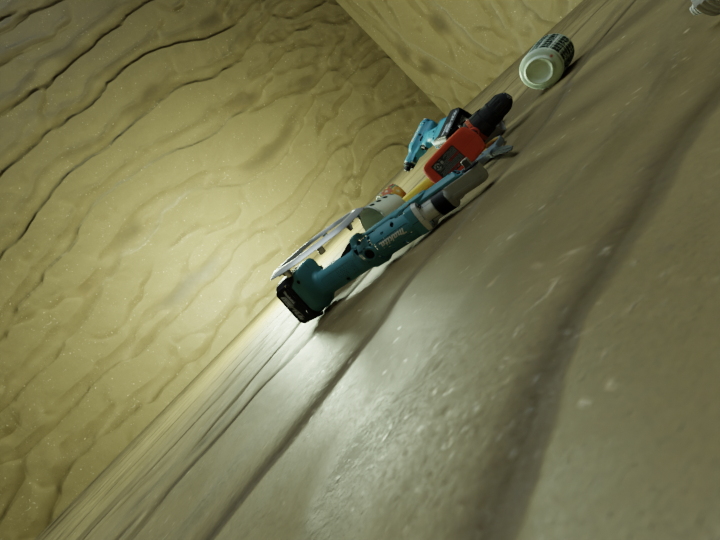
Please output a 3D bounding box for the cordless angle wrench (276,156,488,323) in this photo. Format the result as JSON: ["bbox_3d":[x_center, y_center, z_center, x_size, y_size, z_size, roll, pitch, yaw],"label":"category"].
[{"bbox_3d":[0.021,-0.039,0.690,0.431,0.097,0.074,-33,10,36],"label":"cordless angle wrench"}]

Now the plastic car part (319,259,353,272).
[{"bbox_3d":[-0.088,0.031,0.943,0.205,0.066,0.066,-42,12,39],"label":"plastic car part"}]

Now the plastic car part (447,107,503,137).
[{"bbox_3d":[0.267,-0.314,0.948,0.118,0.064,0.072,-38,22,23],"label":"plastic car part"}]

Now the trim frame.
[{"bbox_3d":[-0.074,-0.048,0.752,0.187,0.027,0.248,-31,13,22],"label":"trim frame"}]

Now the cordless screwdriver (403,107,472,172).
[{"bbox_3d":[0.199,-0.337,1.123,0.159,0.072,0.257,-63,21,2],"label":"cordless screwdriver"}]
